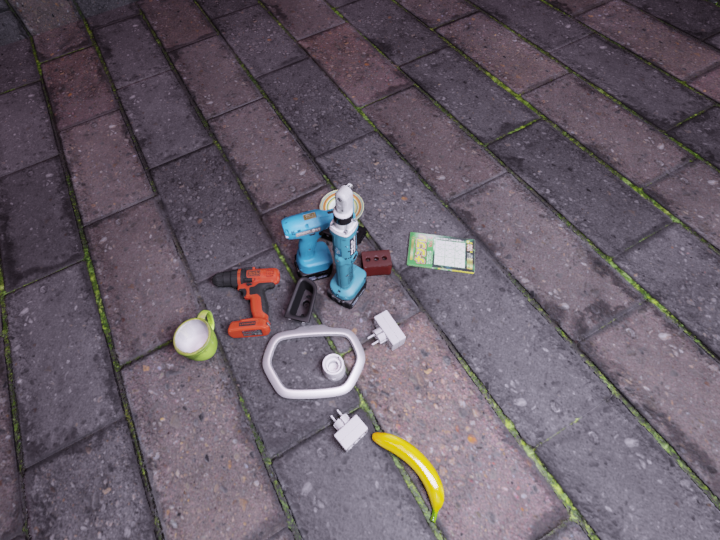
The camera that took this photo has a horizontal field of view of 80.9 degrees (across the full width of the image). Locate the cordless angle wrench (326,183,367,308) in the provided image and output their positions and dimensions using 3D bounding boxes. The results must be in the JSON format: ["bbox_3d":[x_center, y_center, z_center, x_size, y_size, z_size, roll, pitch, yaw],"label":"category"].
[{"bbox_3d":[-0.034,-0.043,0.949,0.077,0.410,0.097,29,64,16],"label":"cordless angle wrench"}]

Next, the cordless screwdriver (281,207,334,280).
[{"bbox_3d":[-0.105,-0.068,1.069,0.158,0.241,0.077,-15,61,-8],"label":"cordless screwdriver"}]

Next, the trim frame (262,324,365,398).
[{"bbox_3d":[-0.113,0.215,1.023,0.249,0.026,0.190,-6,58,1],"label":"trim frame"}]

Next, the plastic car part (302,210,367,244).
[{"bbox_3d":[-0.084,-0.116,1.199,0.210,0.065,0.066,23,63,17],"label":"plastic car part"}]

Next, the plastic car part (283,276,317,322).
[{"bbox_3d":[-0.144,0.084,1.081,0.067,0.069,0.118,11,60,9],"label":"plastic car part"}]
